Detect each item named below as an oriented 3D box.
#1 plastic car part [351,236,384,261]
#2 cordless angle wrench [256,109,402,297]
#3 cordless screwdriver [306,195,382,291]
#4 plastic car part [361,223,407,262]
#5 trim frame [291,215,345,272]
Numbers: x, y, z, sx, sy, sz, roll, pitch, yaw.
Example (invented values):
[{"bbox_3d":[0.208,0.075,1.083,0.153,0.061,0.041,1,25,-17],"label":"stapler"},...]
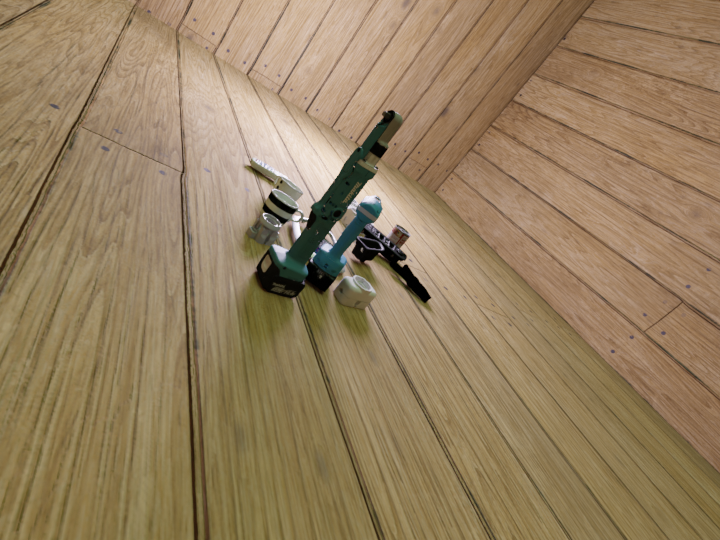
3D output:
[{"bbox_3d":[0.018,-0.058,1.311,0.110,0.071,0.069,10,34,-51],"label":"plastic car part"},{"bbox_3d":[-0.057,-0.124,0.826,0.093,0.424,0.078,21,27,-39],"label":"cordless angle wrench"},{"bbox_3d":[-0.034,-0.075,1.007,0.074,0.249,0.159,38,21,-4],"label":"cordless screwdriver"},{"bbox_3d":[0.073,-0.089,1.471,0.201,0.067,0.067,35,21,-5],"label":"plastic car part"},{"bbox_3d":[-0.117,-0.076,1.195,0.176,0.027,0.259,26,23,-28],"label":"trim frame"}]
